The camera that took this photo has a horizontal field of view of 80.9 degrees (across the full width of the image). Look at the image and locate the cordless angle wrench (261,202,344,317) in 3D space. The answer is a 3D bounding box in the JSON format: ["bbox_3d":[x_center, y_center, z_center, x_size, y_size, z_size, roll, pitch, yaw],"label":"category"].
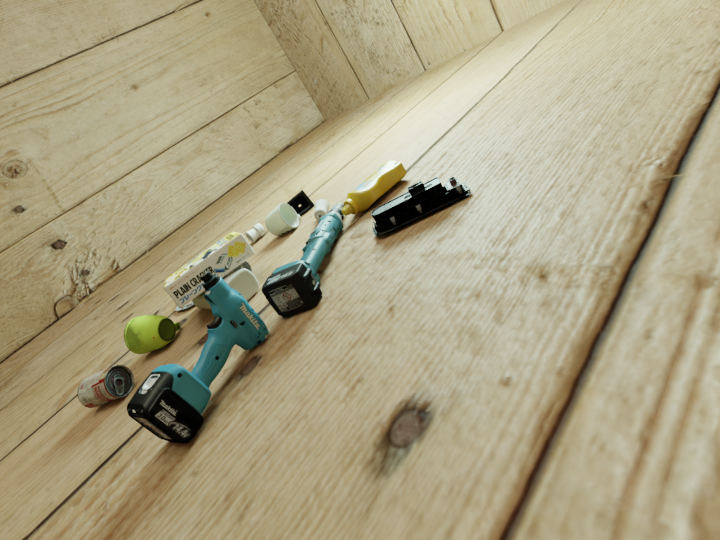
[{"bbox_3d":[-0.091,-0.059,0.929,0.100,0.072,0.426,-23,23,24],"label":"cordless angle wrench"}]

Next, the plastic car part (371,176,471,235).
[{"bbox_3d":[0.104,-0.129,0.823,0.206,0.064,0.068,-28,29,19],"label":"plastic car part"}]

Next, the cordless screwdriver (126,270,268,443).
[{"bbox_3d":[-0.261,0.128,0.673,0.077,0.153,0.248,-16,30,39],"label":"cordless screwdriver"}]

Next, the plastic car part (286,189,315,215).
[{"bbox_3d":[-0.216,-0.198,1.375,0.116,0.065,0.072,-40,7,-7],"label":"plastic car part"}]

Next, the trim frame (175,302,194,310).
[{"bbox_3d":[-0.469,0.038,1.277,0.188,0.026,0.253,-26,26,20],"label":"trim frame"}]
